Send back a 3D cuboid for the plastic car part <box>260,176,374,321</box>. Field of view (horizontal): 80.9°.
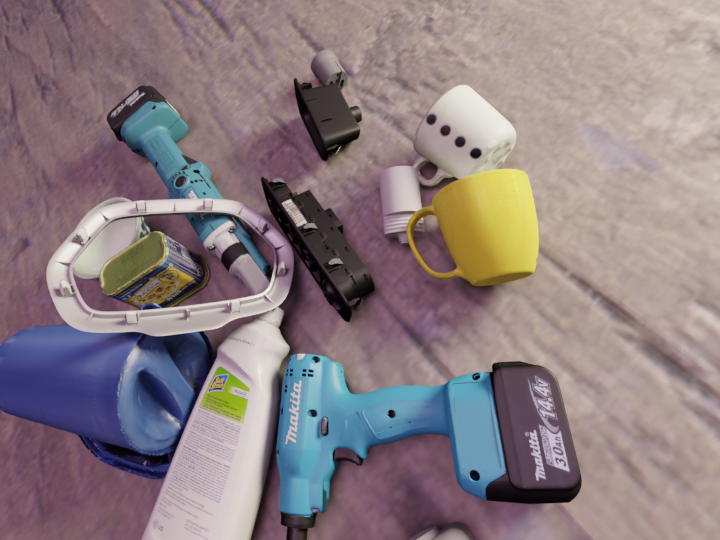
[{"bbox_3d":[-0.047,-0.031,0.484,0.066,0.064,0.213,-20,57,-18],"label":"plastic car part"}]

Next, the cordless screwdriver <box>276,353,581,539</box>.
[{"bbox_3d":[0.040,0.154,0.357,0.257,0.070,0.162,-6,66,23],"label":"cordless screwdriver"}]

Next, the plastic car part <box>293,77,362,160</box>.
[{"bbox_3d":[-0.037,-0.200,0.555,0.070,0.064,0.121,-24,64,-7],"label":"plastic car part"}]

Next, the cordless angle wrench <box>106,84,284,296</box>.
[{"bbox_3d":[-0.232,-0.112,0.586,0.098,0.071,0.444,-41,61,-1],"label":"cordless angle wrench"}]

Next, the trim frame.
[{"bbox_3d":[-0.191,-0.012,0.450,0.241,0.027,0.192,-4,54,-22],"label":"trim frame"}]
